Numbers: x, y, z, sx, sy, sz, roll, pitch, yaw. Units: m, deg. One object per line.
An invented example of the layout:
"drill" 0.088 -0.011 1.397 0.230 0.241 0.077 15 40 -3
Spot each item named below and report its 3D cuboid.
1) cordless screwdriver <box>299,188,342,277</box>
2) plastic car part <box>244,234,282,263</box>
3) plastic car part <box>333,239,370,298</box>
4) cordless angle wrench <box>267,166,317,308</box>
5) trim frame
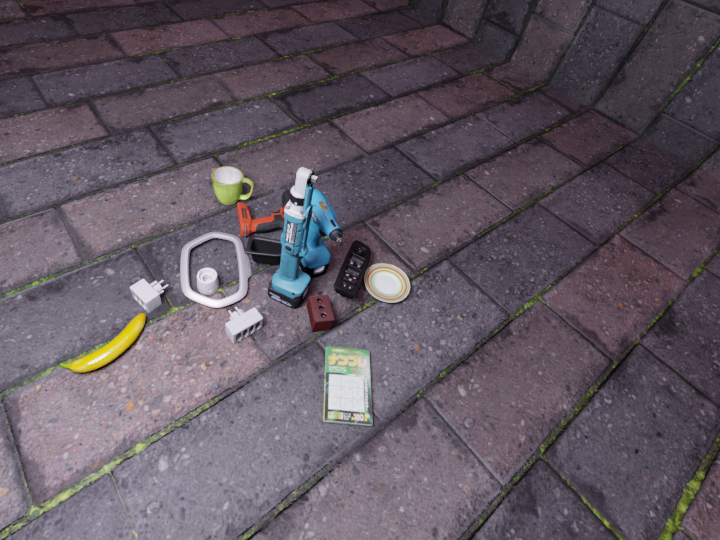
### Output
"cordless screwdriver" -0.106 -0.069 1.085 0.072 0.244 0.167 -15 57 -25
"plastic car part" -0.252 -0.046 1.155 0.116 0.069 0.067 10 50 -3
"plastic car part" -0.020 0.002 1.157 0.067 0.066 0.205 18 50 3
"cordless angle wrench" -0.150 -0.065 0.962 0.100 0.415 0.074 26 50 7
"trim frame" -0.385 -0.007 1.128 0.180 0.027 0.259 -7 52 -15
